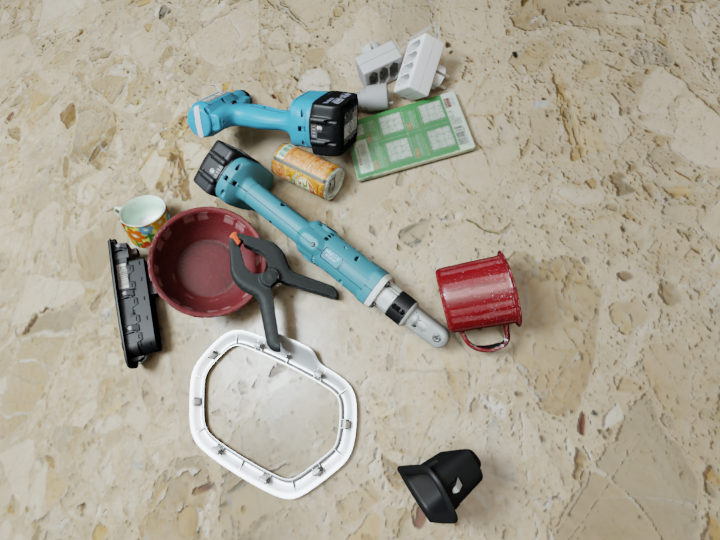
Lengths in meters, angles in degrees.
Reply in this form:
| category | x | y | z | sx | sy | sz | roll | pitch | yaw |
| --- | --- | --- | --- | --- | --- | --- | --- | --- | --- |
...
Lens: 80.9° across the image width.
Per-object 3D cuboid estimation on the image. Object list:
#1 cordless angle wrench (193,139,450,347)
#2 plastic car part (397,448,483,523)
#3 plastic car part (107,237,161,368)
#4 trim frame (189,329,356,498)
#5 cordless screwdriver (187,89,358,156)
| category | x | y | z | sx | sy | sz | roll | pitch | yaw |
| --- | --- | --- | --- | --- | --- | --- | --- | --- | --- |
| cordless angle wrench | -0.058 | -0.038 | 0.589 | 0.438 | 0.094 | 0.074 | 38 | 101 | 18 |
| plastic car part | 0.096 | 0.224 | 0.458 | 0.069 | 0.115 | 0.068 | -27 | 69 | -24 |
| plastic car part | -0.341 | 0.048 | 0.647 | 0.065 | 0.066 | 0.209 | -8 | 66 | -19 |
| trim frame | -0.125 | 0.180 | 0.564 | 0.258 | 0.026 | 0.185 | 21 | 77 | 21 |
| cordless screwdriver | -0.127 | -0.248 | 0.666 | 0.256 | 0.072 | 0.160 | 10 | 37 | 14 |
